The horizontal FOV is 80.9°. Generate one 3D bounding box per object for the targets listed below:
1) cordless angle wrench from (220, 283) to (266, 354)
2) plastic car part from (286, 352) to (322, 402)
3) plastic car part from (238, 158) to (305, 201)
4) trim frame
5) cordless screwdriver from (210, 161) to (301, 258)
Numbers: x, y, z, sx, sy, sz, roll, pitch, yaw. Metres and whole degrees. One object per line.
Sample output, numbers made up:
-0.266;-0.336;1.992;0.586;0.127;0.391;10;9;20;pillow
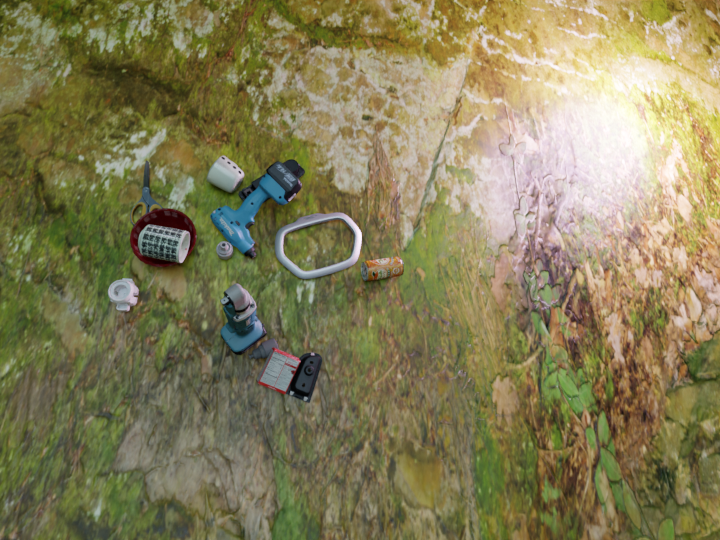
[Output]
-0.244;0.096;0.864;0.097;0.421;0.075;-37;84;-21;cordless angle wrench
-0.129;0.249;1.012;0.066;0.071;0.117;22;71;-4;plastic car part
-0.249;-0.259;1.201;0.200;0.066;0.068;-36;73;-22;plastic car part
-0.114;-0.074;1.165;0.245;0.027;0.189;-18;73;-12;trim frame
-0.259;-0.161;1.122;0.249;0.074;0.159;-40;91;1;cordless screwdriver
